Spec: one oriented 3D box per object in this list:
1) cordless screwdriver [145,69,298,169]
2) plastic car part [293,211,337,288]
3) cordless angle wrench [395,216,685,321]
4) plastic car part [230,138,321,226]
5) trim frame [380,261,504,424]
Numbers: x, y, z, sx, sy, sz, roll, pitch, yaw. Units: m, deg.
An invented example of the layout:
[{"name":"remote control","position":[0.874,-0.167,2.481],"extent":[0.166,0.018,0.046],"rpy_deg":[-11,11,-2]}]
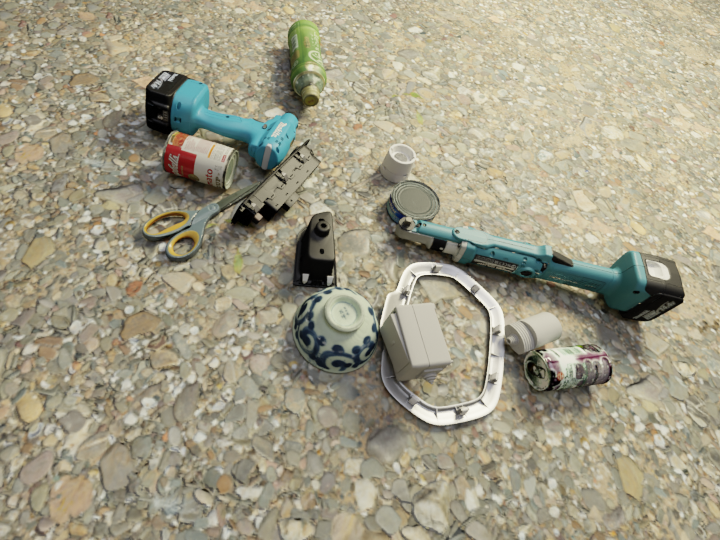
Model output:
[{"name":"cordless screwdriver","position":[-0.233,-0.271,0.740],"extent":[0.248,0.073,0.162],"rpy_deg":[20,44,-2]},{"name":"plastic car part","position":[-0.061,-0.040,0.625],"extent":[0.065,0.070,0.120],"rpy_deg":[6,60,-12]},{"name":"cordless angle wrench","position":[0.264,-0.018,0.670],"extent":[0.426,0.096,0.075],"rpy_deg":[14,57,3]},{"name":"plastic car part","position":[-0.123,-0.141,0.683],"extent":[0.067,0.066,0.203],"rpy_deg":[32,56,-5]},{"name":"trim frame","position":[0.118,0.091,0.602],"extent":[0.185,0.027,0.251],"rpy_deg":[18,58,2]}]
